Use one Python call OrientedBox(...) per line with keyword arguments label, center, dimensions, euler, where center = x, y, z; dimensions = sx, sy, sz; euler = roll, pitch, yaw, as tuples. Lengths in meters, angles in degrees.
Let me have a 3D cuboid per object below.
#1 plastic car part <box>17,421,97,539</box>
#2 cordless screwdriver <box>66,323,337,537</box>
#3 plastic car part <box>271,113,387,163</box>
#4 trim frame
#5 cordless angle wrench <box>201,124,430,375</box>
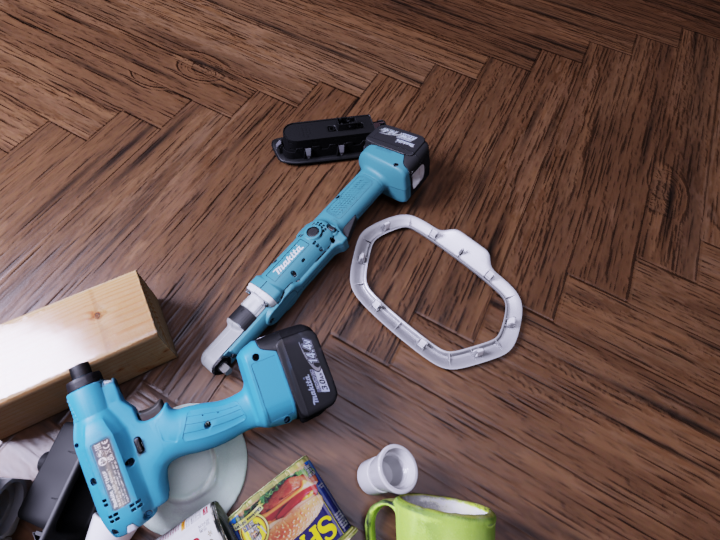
OrientedBox(label="plastic car part", center=(-0.301, 0.210, 0.434), dimensions=(0.072, 0.063, 0.119), euler=(-1, 57, 10))
OrientedBox(label="cordless screwdriver", center=(-0.160, 0.126, 0.437), dimensions=(0.244, 0.075, 0.161), euler=(-24, 82, -20))
OrientedBox(label="plastic car part", center=(-0.042, -0.214, 0.682), dimensions=(0.201, 0.066, 0.068), euler=(-11, 70, -6))
OrientedBox(label="trim frame", center=(0.100, 0.018, 0.576), dimensions=(0.258, 0.027, 0.182), euler=(39, 65, 19))
OrientedBox(label="cordless angle wrench", center=(-0.056, -0.037, 0.572), dimensions=(0.103, 0.071, 0.420), euler=(28, 66, 28))
